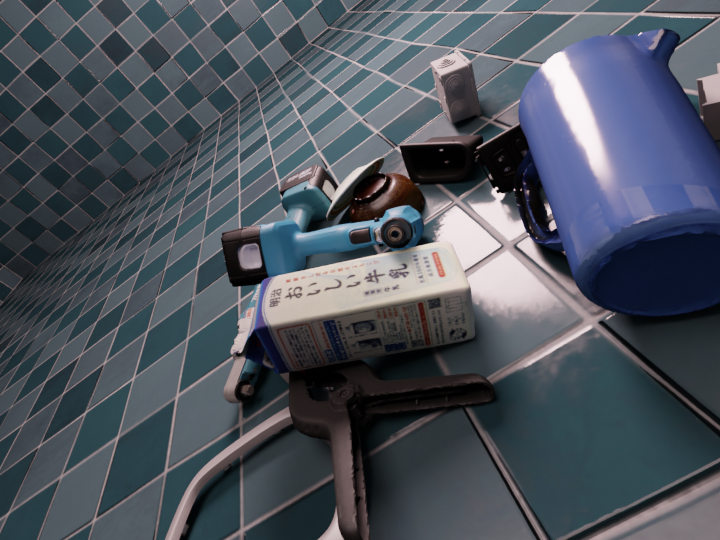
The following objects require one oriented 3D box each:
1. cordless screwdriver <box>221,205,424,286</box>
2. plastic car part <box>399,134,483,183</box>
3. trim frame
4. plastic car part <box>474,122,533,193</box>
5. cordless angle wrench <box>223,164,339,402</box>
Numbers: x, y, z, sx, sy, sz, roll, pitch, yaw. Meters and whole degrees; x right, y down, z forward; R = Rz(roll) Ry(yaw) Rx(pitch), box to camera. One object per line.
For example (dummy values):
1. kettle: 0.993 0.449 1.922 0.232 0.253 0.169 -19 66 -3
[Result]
1. cordless screwdriver: -0.050 -0.033 0.513 0.254 0.074 0.157 -9 7 14
2. plastic car part: 0.127 -0.169 0.611 0.123 0.063 0.070 10 42 47
3. trim frame: -0.102 0.233 0.398 0.249 0.026 0.192 -36 32 5
4. plastic car part: 0.241 -0.169 0.496 0.207 0.066 0.066 -27 8 22
5. cordless angle wrench: -0.123 -0.001 0.654 0.101 0.070 0.430 -18 42 31
